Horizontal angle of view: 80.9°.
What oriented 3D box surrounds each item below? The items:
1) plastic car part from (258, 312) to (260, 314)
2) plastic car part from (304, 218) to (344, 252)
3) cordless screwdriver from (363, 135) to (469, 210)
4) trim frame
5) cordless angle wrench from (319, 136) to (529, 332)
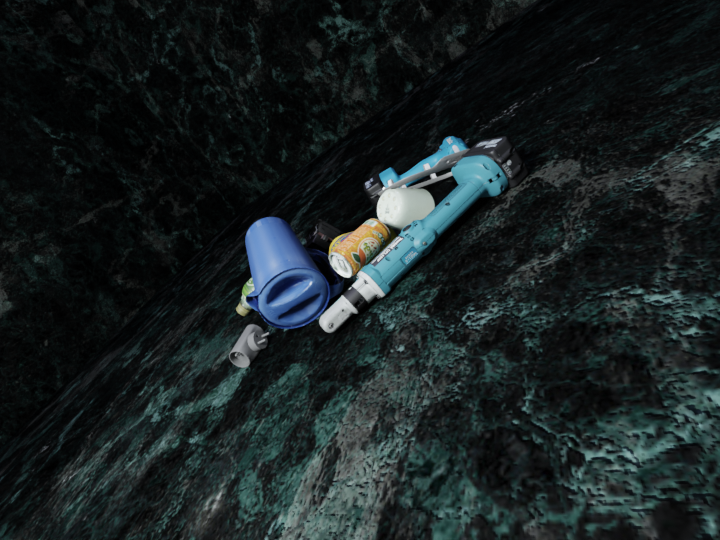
[{"bbox_3d":[-0.183,0.059,0.949,0.120,0.065,0.069,-22,10,48],"label":"plastic car part"},{"bbox_3d":[-0.100,-0.065,1.019,0.206,0.065,0.067,165,126,-74],"label":"plastic car part"},{"bbox_3d":[0.131,-0.239,1.010,0.253,0.072,0.162,-28,22,18],"label":"cordless screwdriver"},{"bbox_3d":[0.147,-0.193,0.830,0.245,0.027,0.187,-19,2,-12],"label":"trim frame"},{"bbox_3d":[0.092,-0.051,0.694,0.422,0.072,0.101,-44,19,-6],"label":"cordless angle wrench"}]
